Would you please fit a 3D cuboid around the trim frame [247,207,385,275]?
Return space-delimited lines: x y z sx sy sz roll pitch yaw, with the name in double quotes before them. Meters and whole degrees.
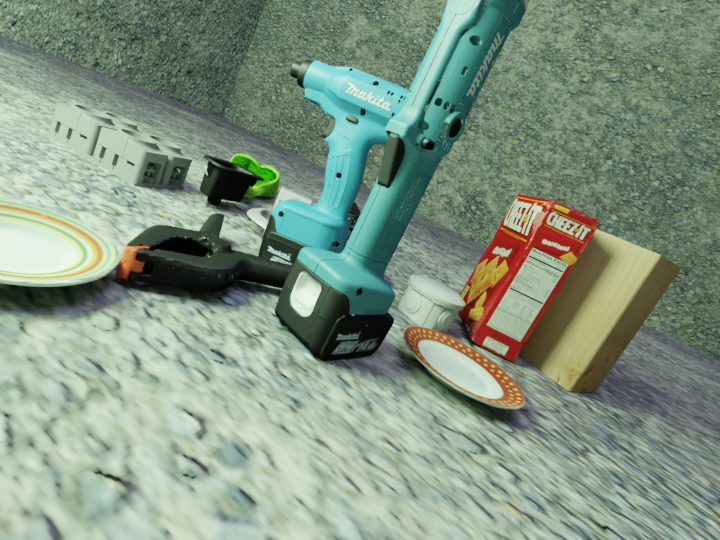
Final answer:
"trim frame" -0.066 -0.043 0.672 0.238 0.027 0.193 18 15 -25

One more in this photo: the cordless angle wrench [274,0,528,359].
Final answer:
"cordless angle wrench" 0.055 -0.123 0.348 0.093 0.421 0.079 10 20 -49

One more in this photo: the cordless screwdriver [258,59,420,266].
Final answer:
"cordless screwdriver" -0.051 -0.115 0.502 0.163 0.248 0.073 29 13 12

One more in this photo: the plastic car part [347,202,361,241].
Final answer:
"plastic car part" -0.037 -0.100 0.847 0.065 0.067 0.208 22 14 -14

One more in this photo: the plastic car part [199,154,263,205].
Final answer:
"plastic car part" -0.219 -0.139 0.677 0.068 0.070 0.114 28 14 13
